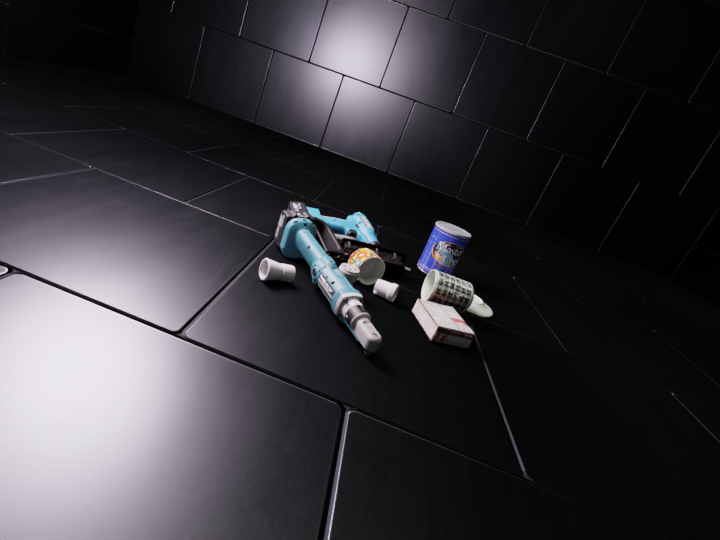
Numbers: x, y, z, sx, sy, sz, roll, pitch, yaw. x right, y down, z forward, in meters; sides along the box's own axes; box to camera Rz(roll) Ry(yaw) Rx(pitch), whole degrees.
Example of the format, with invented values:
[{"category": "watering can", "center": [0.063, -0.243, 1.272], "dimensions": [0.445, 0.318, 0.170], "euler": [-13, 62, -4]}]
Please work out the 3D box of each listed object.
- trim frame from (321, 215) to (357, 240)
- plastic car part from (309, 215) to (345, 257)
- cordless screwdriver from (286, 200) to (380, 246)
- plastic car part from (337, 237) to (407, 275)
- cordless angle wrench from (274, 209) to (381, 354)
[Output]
[{"category": "trim frame", "center": [-0.085, -0.127, 1.257], "dimensions": [0.237, 0.027, 0.195], "euler": [1, 29, -38]}, {"category": "plastic car part", "center": [-0.099, -0.065, 1.015], "dimensions": [0.062, 0.071, 0.122], "euler": [12, 37, -47]}, {"category": "cordless screwdriver", "center": [-0.072, -0.105, 1.110], "dimensions": [0.239, 0.073, 0.167], "euler": [4, 35, -25]}, {"category": "plastic car part", "center": [0.036, -0.027, 1.065], "dimensions": [0.194, 0.066, 0.070], "euler": [9, 33, -27]}, {"category": "cordless angle wrench", "center": [-0.070, 0.007, 0.847], "dimensions": [0.071, 0.097, 0.447], "euler": [4, 29, -32]}]
